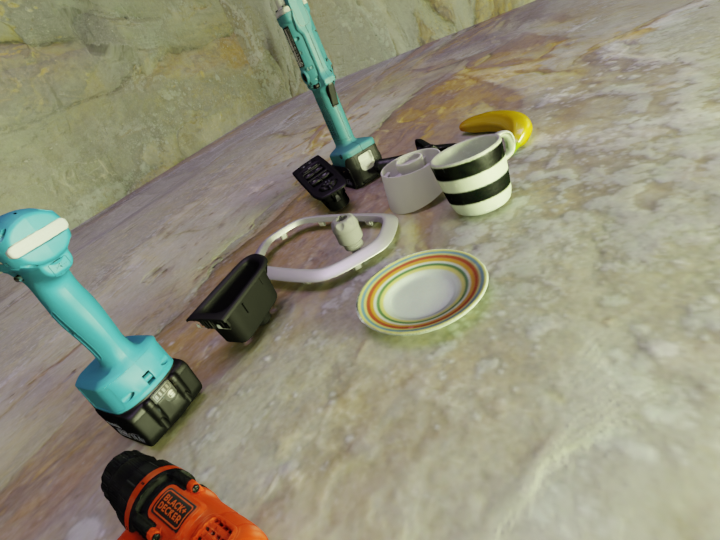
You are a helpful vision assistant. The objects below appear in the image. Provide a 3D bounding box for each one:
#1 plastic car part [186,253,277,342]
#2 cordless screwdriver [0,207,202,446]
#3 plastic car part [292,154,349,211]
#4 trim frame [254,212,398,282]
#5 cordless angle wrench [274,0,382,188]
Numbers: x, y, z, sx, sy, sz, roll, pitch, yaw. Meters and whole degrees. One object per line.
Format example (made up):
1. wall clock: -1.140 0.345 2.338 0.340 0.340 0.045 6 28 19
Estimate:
1. plastic car part: -0.136 0.040 0.505 0.069 0.068 0.116 -6 34 34
2. cordless screwdriver: -0.276 0.055 0.415 0.166 0.239 0.074 -4 32 37
3. plastic car part: -0.070 -0.156 0.779 0.066 0.064 0.212 -29 28 -6
4. trim frame: -0.060 -0.040 0.618 0.261 0.026 0.182 2 39 41
5. cordless angle wrench: -0.075 -0.347 0.739 0.073 0.407 0.103 -32 26 -16
